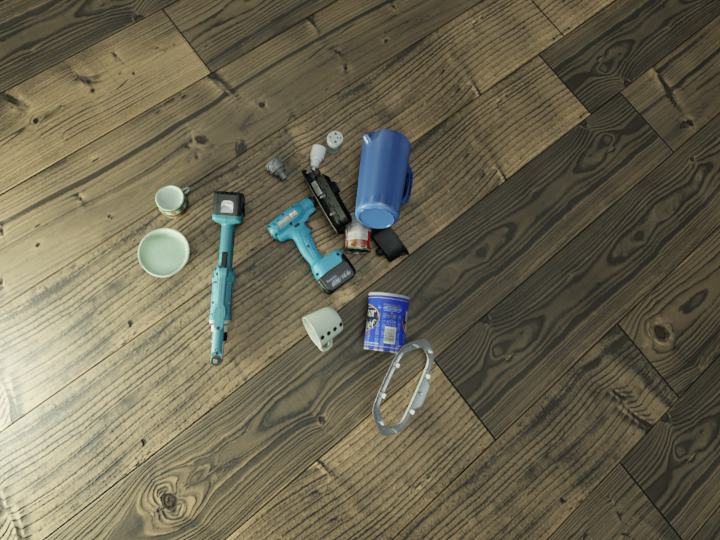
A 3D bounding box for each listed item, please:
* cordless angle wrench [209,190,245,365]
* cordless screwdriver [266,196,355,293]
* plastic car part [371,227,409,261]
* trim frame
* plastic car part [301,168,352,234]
[{"bbox_3d":[-0.339,0.018,1.048,0.073,0.098,0.426,3,82,-9],"label":"cordless angle wrench"},{"bbox_3d":[-0.107,-0.070,1.097,0.158,0.074,0.253,-40,81,-13],"label":"cordless screwdriver"},{"bbox_3d":[0.070,-0.072,1.128,0.071,0.065,0.117,-34,88,2],"label":"plastic car part"},{"bbox_3d":[0.111,0.282,1.021,0.174,0.029,0.249,37,74,-43],"label":"trim frame"},{"bbox_3d":[-0.079,-0.187,1.106,0.068,0.064,0.208,-29,74,14],"label":"plastic car part"}]
